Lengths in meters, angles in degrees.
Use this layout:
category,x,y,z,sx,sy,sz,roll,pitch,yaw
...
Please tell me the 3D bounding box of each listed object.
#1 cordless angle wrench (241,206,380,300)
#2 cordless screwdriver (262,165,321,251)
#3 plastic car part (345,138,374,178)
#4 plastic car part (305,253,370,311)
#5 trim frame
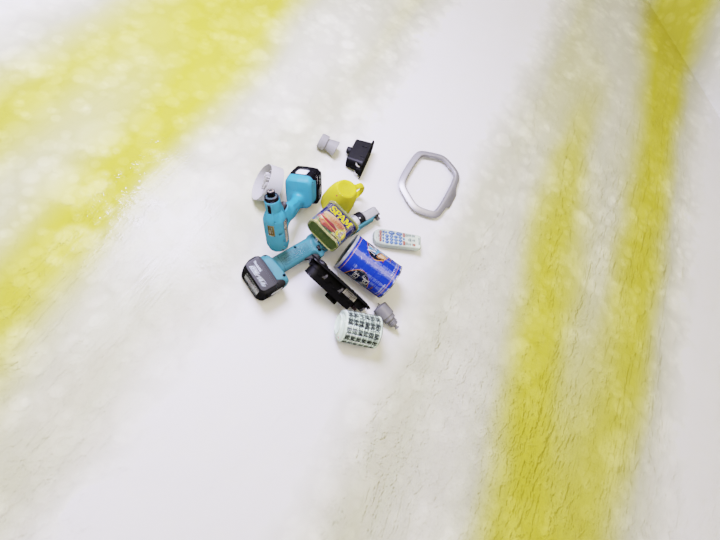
category,x,y,z,sx,sy,sz,roll,pitch,yaw
cordless angle wrench,-0.107,-0.070,1.090,0.414,0.075,0.099,-34,83,-29
cordless screwdriver,-0.168,-0.179,1.029,0.076,0.154,0.251,10,43,12
plastic car part,-0.010,-0.338,1.240,0.071,0.065,0.118,18,61,2
plastic car part,-0.065,0.037,1.035,0.067,0.069,0.195,-39,114,5
trim frame,0.214,-0.268,1.299,0.183,0.027,0.248,32,61,-2
